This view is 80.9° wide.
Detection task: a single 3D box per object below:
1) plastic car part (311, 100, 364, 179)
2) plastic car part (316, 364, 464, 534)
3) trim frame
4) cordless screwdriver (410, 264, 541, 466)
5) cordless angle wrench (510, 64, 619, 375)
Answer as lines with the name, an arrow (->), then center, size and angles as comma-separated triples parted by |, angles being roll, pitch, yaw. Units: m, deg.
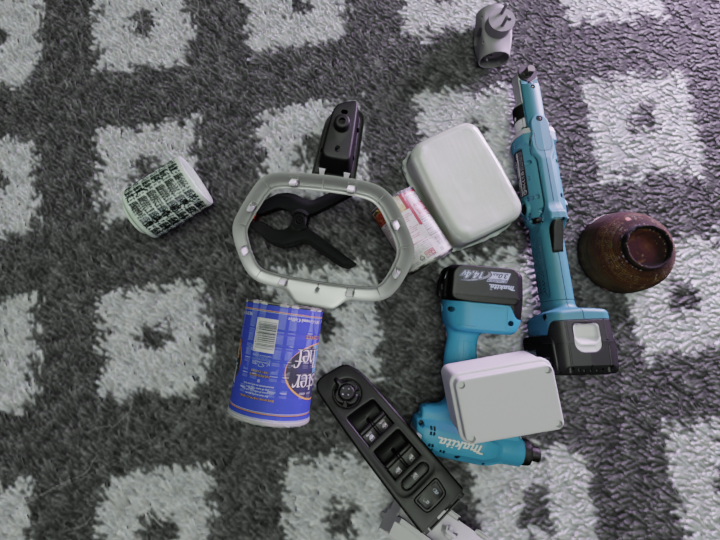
plastic car part -> -0.028, -0.191, 0.602 | 0.066, 0.070, 0.117 | 11, 85, 0
plastic car part -> 0.028, 0.204, 0.523 | 0.066, 0.065, 0.211 | -41, 68, -7
trim frame -> -0.055, -0.036, 0.561 | 0.252, 0.027, 0.180 | 9, 113, 9
cordless screwdriver -> 0.162, 0.120, 0.544 | 0.160, 0.074, 0.249 | 10, 86, 3
cordless angle wrench -> 0.248, -0.082, 0.569 | 0.074, 0.096, 0.429 | -3, 77, -1
